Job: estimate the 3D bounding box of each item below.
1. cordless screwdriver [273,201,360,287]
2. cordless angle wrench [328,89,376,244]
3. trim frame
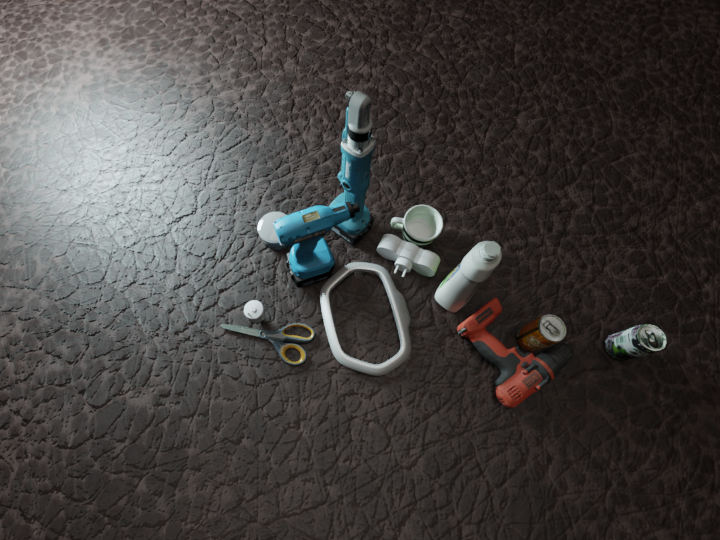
[{"bbox_3d":[-0.084,-0.055,0.855,0.157,0.243,0.077,-19,71,-10],"label":"cordless screwdriver"},{"bbox_3d":[-0.012,-0.181,0.817,0.100,0.414,0.074,38,71,11],"label":"cordless angle wrench"},{"bbox_3d":[0.013,0.098,0.903,0.183,0.027,0.256,-14,66,-5],"label":"trim frame"}]
